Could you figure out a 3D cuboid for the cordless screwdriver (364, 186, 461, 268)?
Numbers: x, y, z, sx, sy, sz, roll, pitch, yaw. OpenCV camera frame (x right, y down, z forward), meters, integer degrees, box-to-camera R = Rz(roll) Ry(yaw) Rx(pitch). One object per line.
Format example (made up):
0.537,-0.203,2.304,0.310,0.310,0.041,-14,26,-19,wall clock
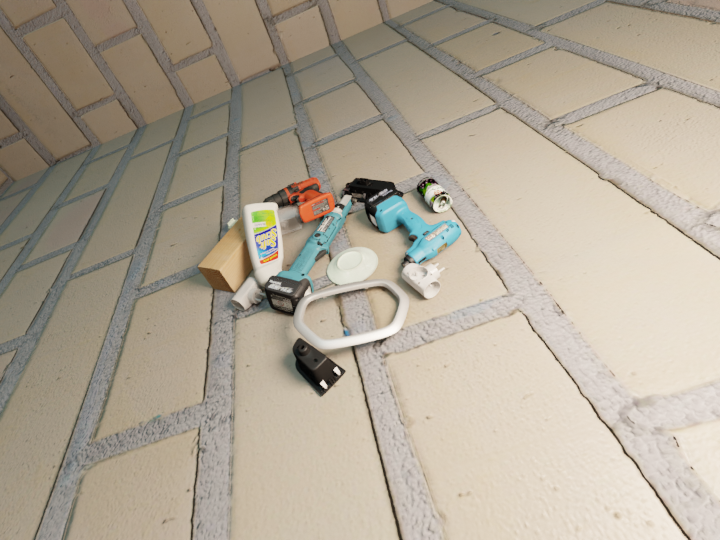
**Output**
0.099,-0.103,1.029,0.158,0.071,0.263,-37,45,-13,cordless screwdriver

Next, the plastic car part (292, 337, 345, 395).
-0.097,0.175,0.831,0.065,0.067,0.123,-41,45,-21,plastic car part

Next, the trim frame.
-0.020,0.085,0.892,0.248,0.026,0.192,-15,41,-1,trim frame

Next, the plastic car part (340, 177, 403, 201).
0.031,-0.233,1.213,0.214,0.064,0.065,19,49,37,plastic car part

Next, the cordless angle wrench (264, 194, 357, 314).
-0.107,-0.070,1.099,0.101,0.071,0.424,11,47,19,cordless angle wrench
